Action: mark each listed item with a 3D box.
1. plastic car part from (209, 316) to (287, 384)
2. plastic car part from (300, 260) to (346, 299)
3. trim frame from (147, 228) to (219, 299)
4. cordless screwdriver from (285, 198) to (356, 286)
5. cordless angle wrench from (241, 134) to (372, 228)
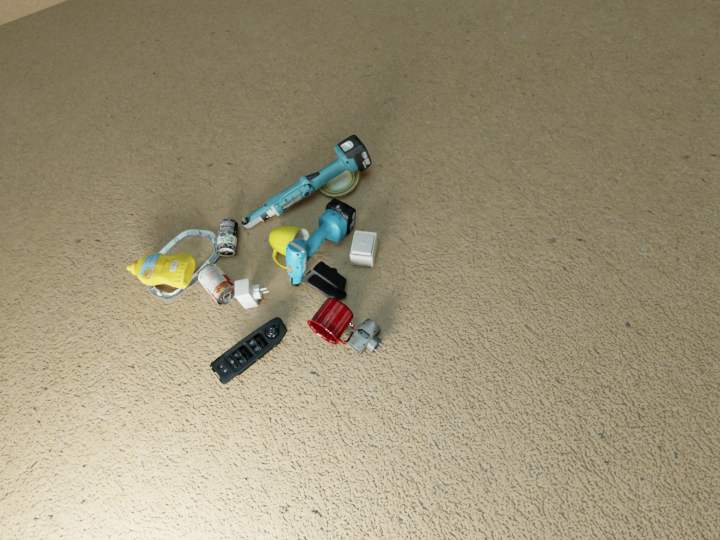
[{"bbox_3d":[-0.263,0.199,1.038,0.201,0.064,0.070,-40,57,-17],"label":"plastic car part"},{"bbox_3d":[-0.085,0.020,1.103,0.113,0.067,0.072,32,48,-16],"label":"plastic car part"},{"bbox_3d":[-0.519,-0.024,1.233,0.192,0.026,0.247,35,70,24],"label":"trim frame"},{"bbox_3d":[-0.112,-0.073,1.142,0.077,0.155,0.246,30,54,16],"label":"cordless screwdriver"},{"bbox_3d":[-0.169,-0.245,1.251,0.424,0.093,0.078,-32,60,3],"label":"cordless angle wrench"}]
